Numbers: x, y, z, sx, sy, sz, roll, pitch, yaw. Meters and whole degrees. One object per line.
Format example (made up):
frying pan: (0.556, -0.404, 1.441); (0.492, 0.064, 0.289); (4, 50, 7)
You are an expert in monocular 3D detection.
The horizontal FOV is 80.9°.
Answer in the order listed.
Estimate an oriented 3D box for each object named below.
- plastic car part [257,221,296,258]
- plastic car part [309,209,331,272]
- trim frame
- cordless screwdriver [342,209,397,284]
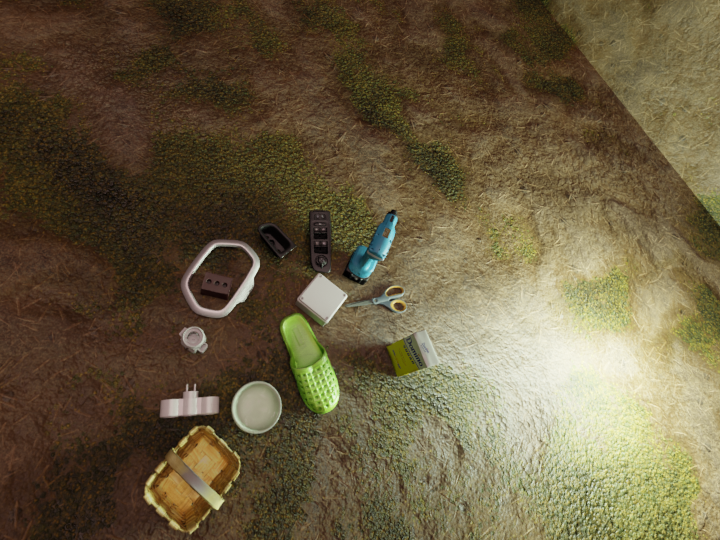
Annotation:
plastic car part: (-0.258, -0.086, 1.261); (0.065, 0.071, 0.118); (-39, 81, -27)
plastic car part: (-0.127, -0.083, 1.296); (0.065, 0.067, 0.208); (2, 65, -16)
trim frame: (-0.394, 0.018, 1.202); (0.184, 0.027, 0.249); (28, 62, 0)
cordless screwdriver: (0.035, -0.065, 1.226); (0.074, 0.249, 0.160); (28, 62, -7)
